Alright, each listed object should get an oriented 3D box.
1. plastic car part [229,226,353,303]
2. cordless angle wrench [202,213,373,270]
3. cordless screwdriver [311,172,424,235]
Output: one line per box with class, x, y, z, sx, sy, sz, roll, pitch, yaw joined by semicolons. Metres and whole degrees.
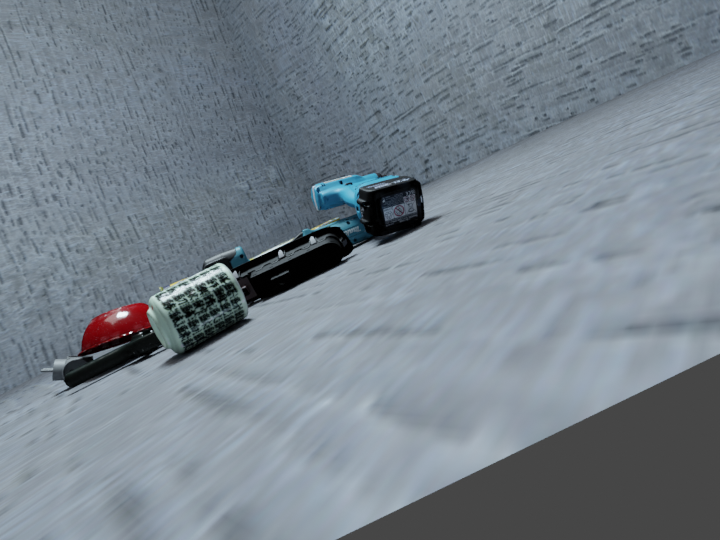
plastic car part;-0.108;-0.007;0.660;0.203;0.065;0.069;-26;15;0
cordless angle wrench;-0.077;-0.050;0.785;0.416;0.097;0.076;-24;4;-16
cordless screwdriver;0.026;-0.134;0.745;0.156;0.072;0.261;-20;23;-19
